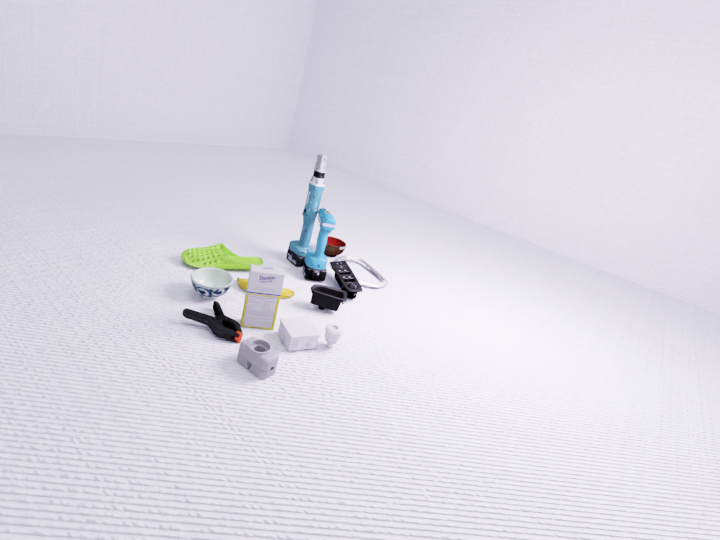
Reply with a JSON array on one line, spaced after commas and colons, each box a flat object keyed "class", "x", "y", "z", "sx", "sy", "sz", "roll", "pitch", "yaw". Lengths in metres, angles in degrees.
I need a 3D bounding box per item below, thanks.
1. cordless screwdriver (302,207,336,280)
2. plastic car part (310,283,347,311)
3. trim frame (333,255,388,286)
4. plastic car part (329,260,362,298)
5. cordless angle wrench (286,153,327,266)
[{"class": "cordless screwdriver", "x": -0.148, "y": -0.097, "z": 1.516, "sx": 0.072, "sy": 0.246, "sz": 0.166, "roll": 9, "pitch": 22, "yaw": -18}, {"class": "plastic car part", "x": -0.106, "y": 0.091, "z": 1.325, "sx": 0.116, "sy": 0.070, "sz": 0.067, "roll": 13, "pitch": 21, "yaw": -3}, {"class": "trim frame", "x": 0.001, "y": 0.003, "z": 1.653, "sx": 0.176, "sy": 0.027, "sz": 0.263, "roll": -2, "pitch": 27, "yaw": -34}, {"class": "plastic car part", "x": -0.055, "y": 0.036, "z": 1.491, "sx": 0.064, "sy": 0.066, "sz": 0.213, "roll": 5, "pitch": 24, "yaw": -25}, {"class": "cordless angle wrench", "x": -0.184, "y": -0.218, "z": 1.556, "sx": 0.071, "sy": 0.418, "sz": 0.104, "roll": -3, "pitch": 28, "yaw": -41}]
